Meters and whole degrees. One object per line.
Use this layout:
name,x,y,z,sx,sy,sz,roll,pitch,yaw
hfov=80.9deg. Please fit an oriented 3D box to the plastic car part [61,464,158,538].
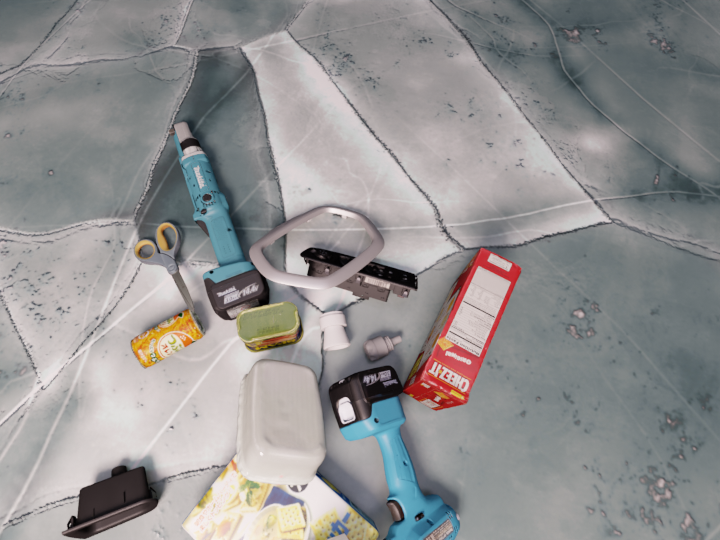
plastic car part,-0.350,0.321,0.603,0.115,0.064,0.074,-21,57,-13

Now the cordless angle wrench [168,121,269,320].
cordless angle wrench,-0.278,-0.118,0.780,0.097,0.072,0.438,-22,67,-10

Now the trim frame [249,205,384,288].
trim frame,-0.070,-0.046,0.718,0.193,0.027,0.244,29,47,25

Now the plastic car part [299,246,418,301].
plastic car part,-0.008,0.009,0.729,0.205,0.066,0.066,20,29,5

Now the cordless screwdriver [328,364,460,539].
cordless screwdriver,0.029,0.267,0.578,0.152,0.075,0.257,-4,62,-44
